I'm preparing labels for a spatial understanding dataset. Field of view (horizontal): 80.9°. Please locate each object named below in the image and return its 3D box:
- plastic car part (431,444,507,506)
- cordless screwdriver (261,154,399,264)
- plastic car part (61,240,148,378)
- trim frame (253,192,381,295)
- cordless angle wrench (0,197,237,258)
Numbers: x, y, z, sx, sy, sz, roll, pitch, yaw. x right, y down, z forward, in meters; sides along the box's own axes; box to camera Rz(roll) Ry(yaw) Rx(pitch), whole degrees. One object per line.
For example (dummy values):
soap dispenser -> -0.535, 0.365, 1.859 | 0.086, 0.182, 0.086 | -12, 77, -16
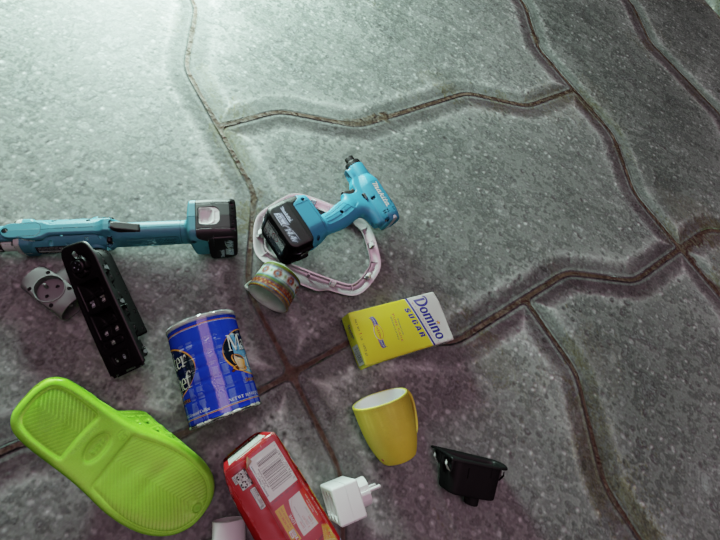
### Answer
plastic car part -> 0.171, 0.325, 0.658 | 0.114, 0.067, 0.071 | 20, 78, -11
cordless screwdriver -> -0.061, -0.119, 0.765 | 0.242, 0.074, 0.163 | -24, 74, -28
plastic car part -> -0.365, 0.047, 0.619 | 0.202, 0.068, 0.066 | 63, 23, -2
trim frame -> -0.076, -0.050, 0.779 | 0.246, 0.027, 0.186 | 22, 63, -6
cordless angle wrench -> -0.409, -0.057, 0.664 | 0.415, 0.097, 0.076 | -4, 69, -12
